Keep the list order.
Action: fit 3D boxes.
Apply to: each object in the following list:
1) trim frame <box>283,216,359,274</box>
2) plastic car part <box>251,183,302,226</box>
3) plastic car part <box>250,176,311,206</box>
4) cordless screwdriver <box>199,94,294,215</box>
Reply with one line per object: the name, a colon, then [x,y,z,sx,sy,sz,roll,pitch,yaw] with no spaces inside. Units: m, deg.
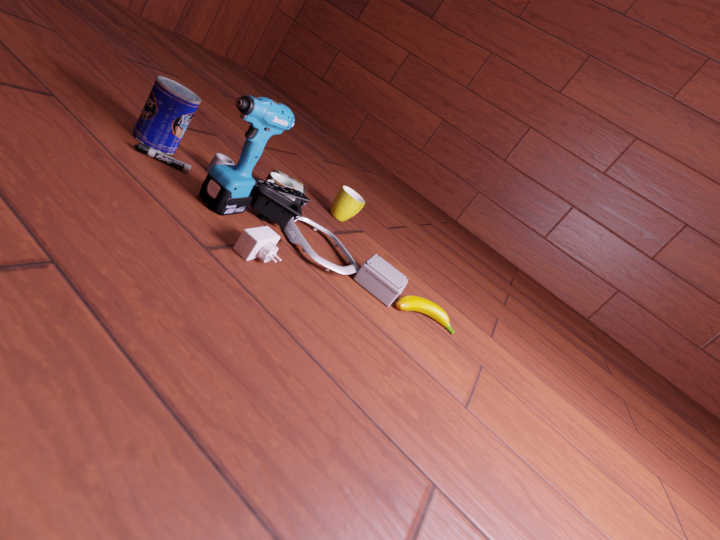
trim frame: [-0.099,-0.065,1.016,0.174,0.027,0.262,17,26,-40]
plastic car part: [-0.200,-0.142,0.967,0.112,0.071,0.068,27,21,-21]
plastic car part: [-0.224,-0.190,1.047,0.192,0.067,0.070,15,28,-44]
cordless screwdriver: [-0.239,-0.228,0.837,0.076,0.249,0.154,41,20,12]
